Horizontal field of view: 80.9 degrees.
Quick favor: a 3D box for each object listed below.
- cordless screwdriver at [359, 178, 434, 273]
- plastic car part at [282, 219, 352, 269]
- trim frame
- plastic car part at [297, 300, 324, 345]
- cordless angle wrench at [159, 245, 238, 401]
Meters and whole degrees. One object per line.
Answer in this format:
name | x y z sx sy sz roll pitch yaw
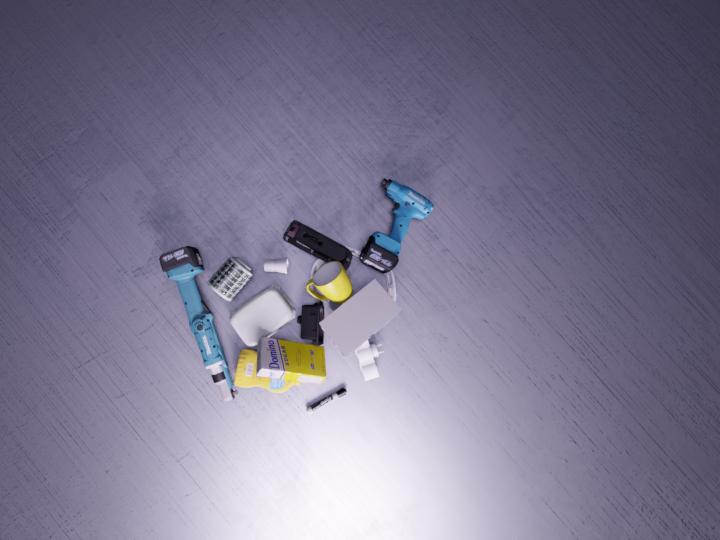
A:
cordless screwdriver | 0.077 -0.126 1.154 0.160 0.074 0.249 32 76 0
plastic car part | -0.112 -0.073 1.146 0.206 0.066 0.066 29 74 7
trim frame | -0.018 0.039 1.168 0.248 0.027 0.184 25 86 -1
plastic car part | -0.136 0.142 1.143 0.072 0.064 0.117 -3 82 10
cordless angle wrench | -0.421 0.146 1.128 0.097 0.074 0.424 -20 88 -4
